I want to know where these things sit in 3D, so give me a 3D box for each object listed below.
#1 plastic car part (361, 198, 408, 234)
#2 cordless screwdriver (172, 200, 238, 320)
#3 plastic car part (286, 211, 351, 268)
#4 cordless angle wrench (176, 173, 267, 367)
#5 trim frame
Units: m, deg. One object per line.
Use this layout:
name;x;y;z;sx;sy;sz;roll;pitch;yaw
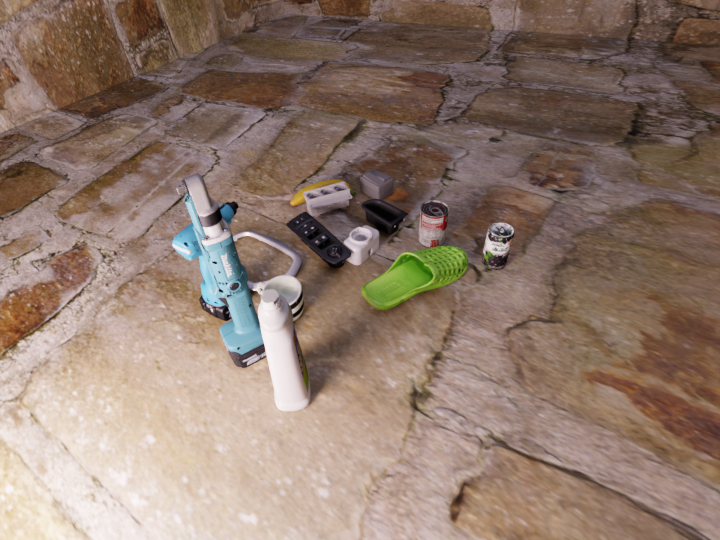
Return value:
plastic car part;0.058;-0.134;1.107;0.065;0.068;0.123;-35;50;-28
cordless screwdriver;-0.299;-0.020;0.912;0.078;0.240;0.158;20;48;23
plastic car part;-0.104;-0.068;1.063;0.065;0.064;0.215;-31;48;-25
cordless angle wrench;-0.232;0.014;0.744;0.096;0.408;0.078;-24;47;-21
trim frame;-0.265;-0.030;1.074;0.261;0.026;0.182;23;51;29
